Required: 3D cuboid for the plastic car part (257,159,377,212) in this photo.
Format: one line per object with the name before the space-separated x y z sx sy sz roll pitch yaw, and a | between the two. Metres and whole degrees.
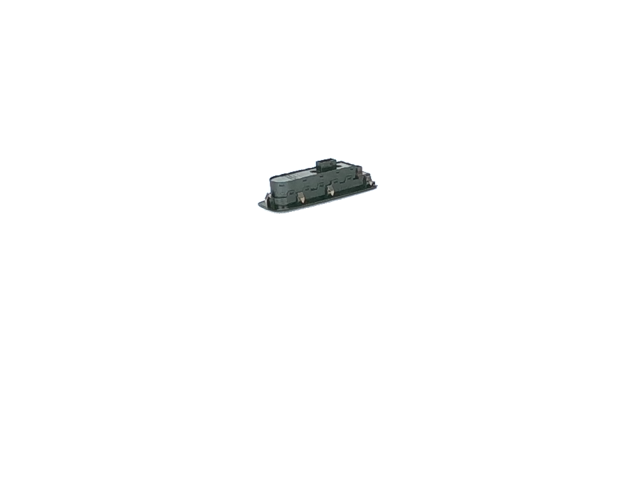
plastic car part | -0.003 -0.089 0.672 0.202 0.067 0.066 -22 39 -30
